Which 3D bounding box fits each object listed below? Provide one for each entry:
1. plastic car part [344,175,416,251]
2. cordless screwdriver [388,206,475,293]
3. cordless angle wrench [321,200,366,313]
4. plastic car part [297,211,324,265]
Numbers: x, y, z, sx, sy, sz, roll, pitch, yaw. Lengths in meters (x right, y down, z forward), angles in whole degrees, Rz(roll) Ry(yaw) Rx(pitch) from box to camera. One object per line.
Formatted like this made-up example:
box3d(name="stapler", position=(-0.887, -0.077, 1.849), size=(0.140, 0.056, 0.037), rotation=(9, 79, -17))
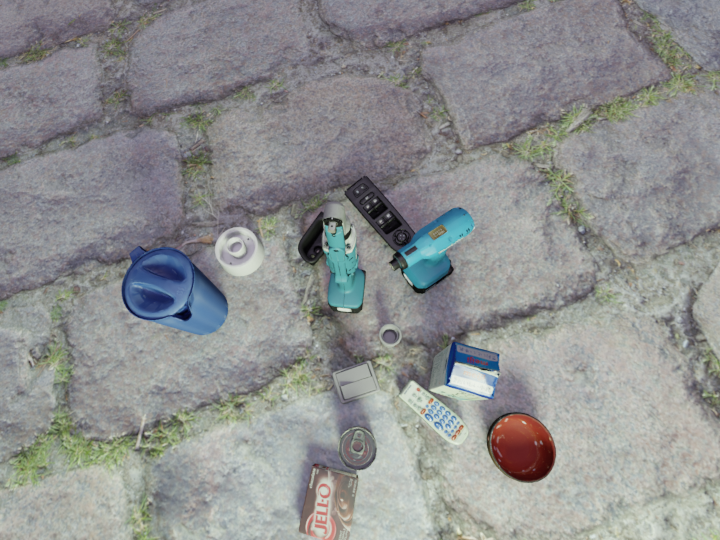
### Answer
box3d(name="plastic car part", position=(0.049, -0.114, 0.949), size=(0.066, 0.065, 0.210), rotation=(-36, 70, -9))
box3d(name="cordless screwdriver", position=(0.119, -0.019, 0.811), size=(0.158, 0.242, 0.077), rotation=(-33, 74, -8))
box3d(name="cordless angle wrench", position=(-0.031, -0.016, 0.735), size=(0.075, 0.412, 0.099), rotation=(6, 72, 3))
box3d(name="plastic car part", position=(-0.092, -0.060, 0.942), size=(0.068, 0.069, 0.116), rotation=(32, 75, 13))
